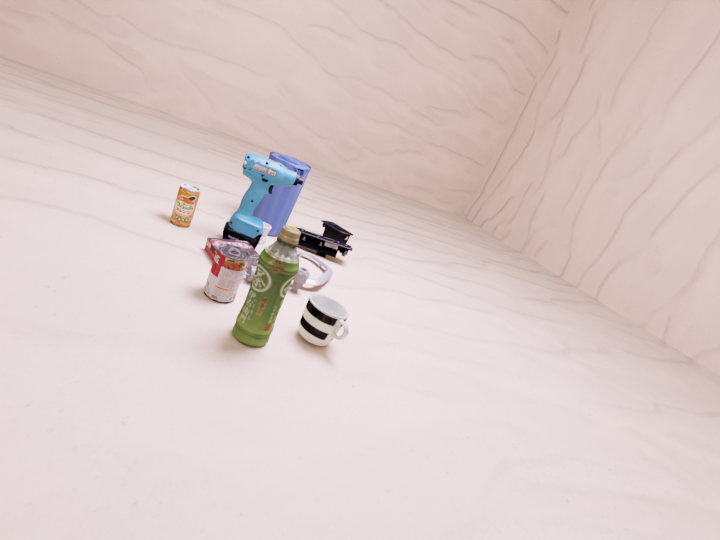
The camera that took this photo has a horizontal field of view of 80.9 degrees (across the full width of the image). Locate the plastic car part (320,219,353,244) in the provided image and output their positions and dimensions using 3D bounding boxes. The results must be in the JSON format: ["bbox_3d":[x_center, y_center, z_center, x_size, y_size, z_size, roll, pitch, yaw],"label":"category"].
[{"bbox_3d":[-0.087,-0.119,1.451,0.123,0.070,0.063,37,22,35],"label":"plastic car part"}]

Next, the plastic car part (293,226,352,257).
[{"bbox_3d":[-0.128,-0.084,1.314,0.203,0.066,0.067,23,18,0],"label":"plastic car part"}]

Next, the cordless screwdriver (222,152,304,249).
[{"bbox_3d":[-0.260,-0.168,1.109,0.155,0.247,0.077,19,18,-16],"label":"cordless screwdriver"}]

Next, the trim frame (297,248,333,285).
[{"bbox_3d":[-0.168,-0.014,1.136,0.187,0.027,0.247,25,19,5],"label":"trim frame"}]
